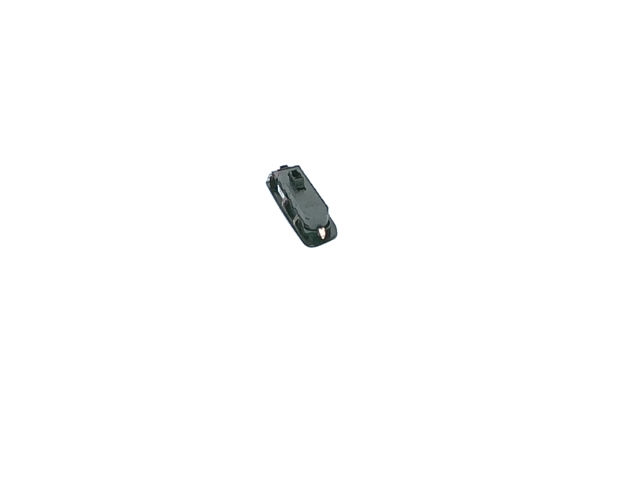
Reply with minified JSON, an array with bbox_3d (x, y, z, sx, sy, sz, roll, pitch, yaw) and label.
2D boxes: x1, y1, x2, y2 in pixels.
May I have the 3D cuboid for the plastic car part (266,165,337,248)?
[{"bbox_3d":[-0.028,-0.067,0.677,0.066,0.067,0.203,-9,44,-20],"label":"plastic car part"}]
